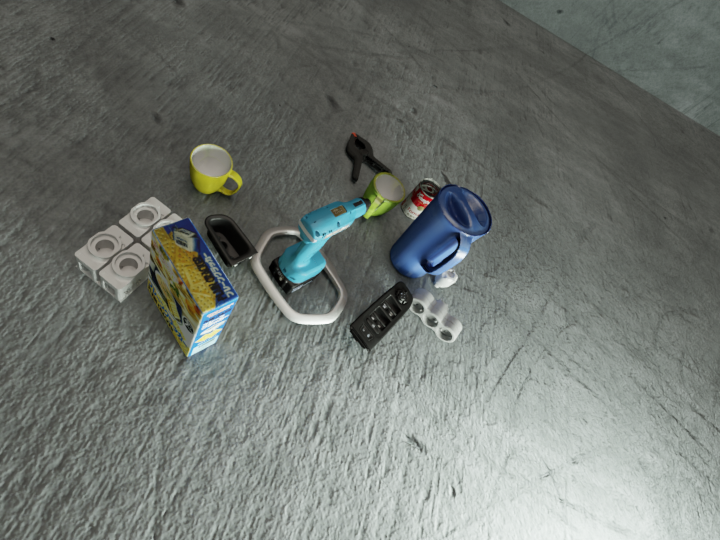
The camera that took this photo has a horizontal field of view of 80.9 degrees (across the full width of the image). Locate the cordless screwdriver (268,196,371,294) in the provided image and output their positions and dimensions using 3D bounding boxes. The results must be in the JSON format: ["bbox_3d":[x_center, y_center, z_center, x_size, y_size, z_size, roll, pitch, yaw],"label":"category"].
[{"bbox_3d":[-0.082,-0.054,0.843,0.155,0.250,0.076,-30,79,-37],"label":"cordless screwdriver"}]

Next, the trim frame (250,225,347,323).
[{"bbox_3d":[-0.132,0.008,0.922,0.179,0.027,0.254,-31,76,-36],"label":"trim frame"}]

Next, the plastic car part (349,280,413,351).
[{"bbox_3d":[0.046,0.098,0.920,0.067,0.067,0.199,46,53,5],"label":"plastic car part"}]

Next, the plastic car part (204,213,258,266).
[{"bbox_3d":[-0.276,-0.055,0.870,0.064,0.071,0.119,-30,77,-36],"label":"plastic car part"}]
